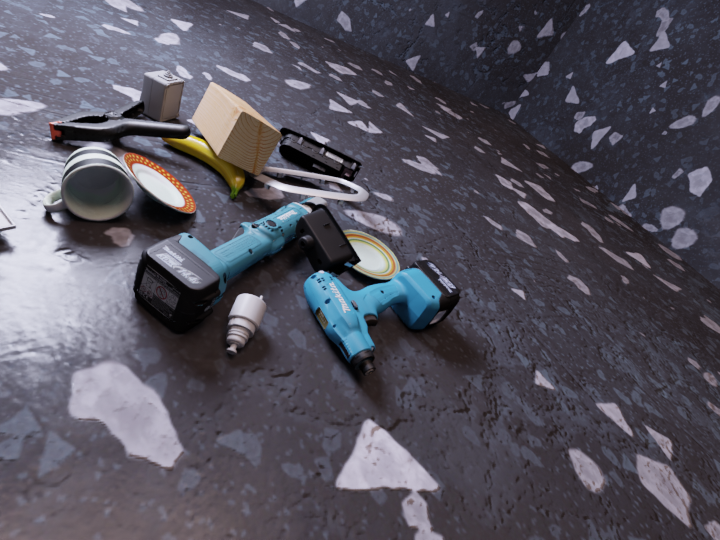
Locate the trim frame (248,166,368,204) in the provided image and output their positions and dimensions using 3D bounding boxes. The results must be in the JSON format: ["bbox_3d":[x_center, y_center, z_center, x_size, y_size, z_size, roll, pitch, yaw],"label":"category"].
[{"bbox_3d":[-0.098,-0.169,0.835,0.240,0.027,0.193,2,26,-23],"label":"trim frame"}]

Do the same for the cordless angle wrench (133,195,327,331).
[{"bbox_3d":[-0.149,-0.052,0.652,0.100,0.074,0.417,34,31,6],"label":"cordless angle wrench"}]

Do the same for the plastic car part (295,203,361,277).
[{"bbox_3d":[-0.065,-0.042,0.661,0.069,0.067,0.118,-25,82,-54],"label":"plastic car part"}]

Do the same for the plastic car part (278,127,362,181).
[{"bbox_3d":[-0.104,-0.254,0.969,0.202,0.066,0.067,29,59,-2],"label":"plastic car part"}]

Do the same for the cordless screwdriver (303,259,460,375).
[{"bbox_3d":[0.049,0.063,0.637,0.238,0.074,0.167,-6,47,-36],"label":"cordless screwdriver"}]
